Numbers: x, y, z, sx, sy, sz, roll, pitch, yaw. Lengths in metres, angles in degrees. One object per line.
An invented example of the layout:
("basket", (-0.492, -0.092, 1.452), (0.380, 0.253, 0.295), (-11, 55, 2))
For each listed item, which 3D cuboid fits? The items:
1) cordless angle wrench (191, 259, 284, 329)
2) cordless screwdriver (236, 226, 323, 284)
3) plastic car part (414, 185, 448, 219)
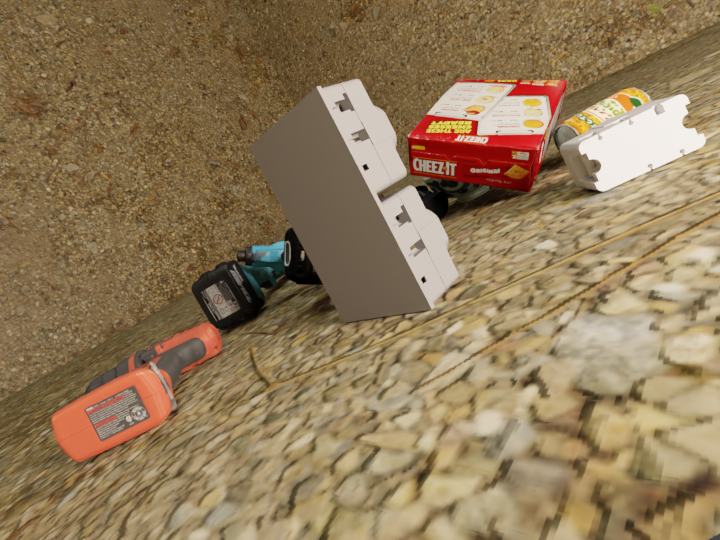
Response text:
("cordless angle wrench", (-0.190, 0.001, 0.849), (0.075, 0.097, 0.421), (-30, 7, 12))
("cordless screwdriver", (-0.089, -0.021, 0.589), (0.155, 0.074, 0.254), (0, 0, -16))
("plastic car part", (0.073, -0.078, 0.628), (0.070, 0.065, 0.199), (-8, 21, 41))
